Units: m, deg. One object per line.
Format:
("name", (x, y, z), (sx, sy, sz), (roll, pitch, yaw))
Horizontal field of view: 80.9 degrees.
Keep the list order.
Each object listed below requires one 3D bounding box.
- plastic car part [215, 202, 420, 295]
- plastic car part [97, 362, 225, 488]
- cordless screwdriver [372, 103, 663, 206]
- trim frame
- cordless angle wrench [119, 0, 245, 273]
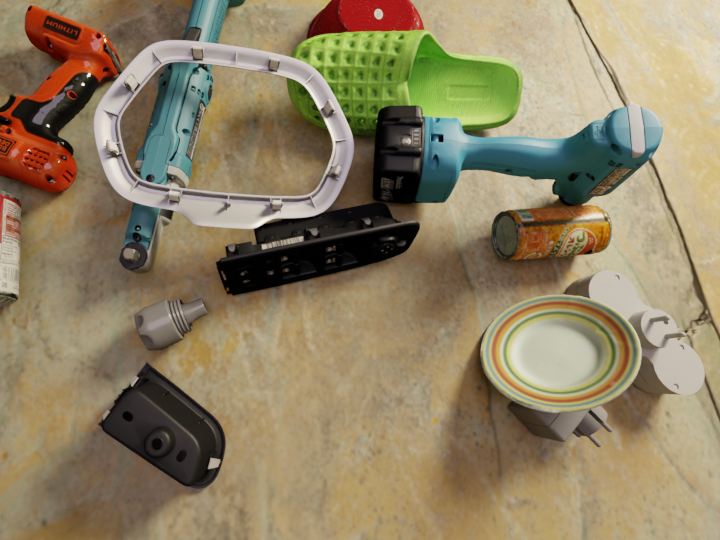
("plastic car part", (-0.043, -0.028, 0.435), (0.201, 0.064, 0.070), (-9, 50, -7))
("plastic car part", (-0.170, 0.139, 0.363), (0.118, 0.070, 0.066), (33, 74, 7))
("cordless screwdriver", (0.139, -0.107, 0.446), (0.254, 0.154, 0.075), (3, 77, 11))
("trim frame", (-0.125, -0.132, 0.411), (0.243, 0.028, 0.185), (4, 85, -13))
("cordless angle wrench", (-0.193, -0.203, 0.466), (0.074, 0.097, 0.427), (9, 76, -5))
